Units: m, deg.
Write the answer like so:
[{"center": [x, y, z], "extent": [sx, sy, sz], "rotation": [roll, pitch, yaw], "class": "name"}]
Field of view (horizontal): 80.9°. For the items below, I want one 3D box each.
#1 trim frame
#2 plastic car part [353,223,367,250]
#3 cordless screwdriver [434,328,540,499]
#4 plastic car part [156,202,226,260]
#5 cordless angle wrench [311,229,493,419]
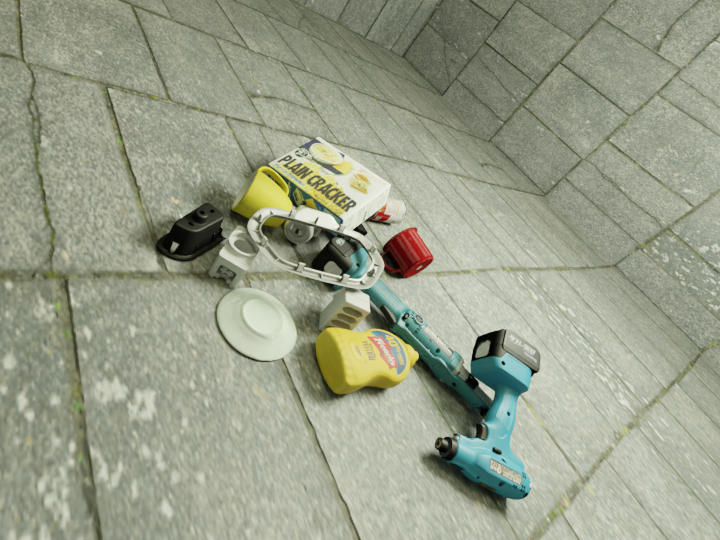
[{"center": [-0.070, -0.046, 0.717], "extent": [0.242, 0.027, 0.191], "rotation": [13, 35, -16], "class": "trim frame"}, {"center": [-0.039, -0.118, 0.934], "extent": [0.063, 0.067, 0.213], "rotation": [9, 37, -48], "class": "plastic car part"}, {"center": [0.209, 0.214, 0.691], "extent": [0.156, 0.075, 0.251], "rotation": [29, 56, -12], "class": "cordless screwdriver"}, {"center": [-0.257, -0.068, 0.664], "extent": [0.066, 0.071, 0.116], "rotation": [37, 30, -1], "class": "plastic car part"}, {"center": [0.089, 0.103, 0.780], "extent": [0.430, 0.075, 0.096], "rotation": [45, 35, 8], "class": "cordless angle wrench"}]
